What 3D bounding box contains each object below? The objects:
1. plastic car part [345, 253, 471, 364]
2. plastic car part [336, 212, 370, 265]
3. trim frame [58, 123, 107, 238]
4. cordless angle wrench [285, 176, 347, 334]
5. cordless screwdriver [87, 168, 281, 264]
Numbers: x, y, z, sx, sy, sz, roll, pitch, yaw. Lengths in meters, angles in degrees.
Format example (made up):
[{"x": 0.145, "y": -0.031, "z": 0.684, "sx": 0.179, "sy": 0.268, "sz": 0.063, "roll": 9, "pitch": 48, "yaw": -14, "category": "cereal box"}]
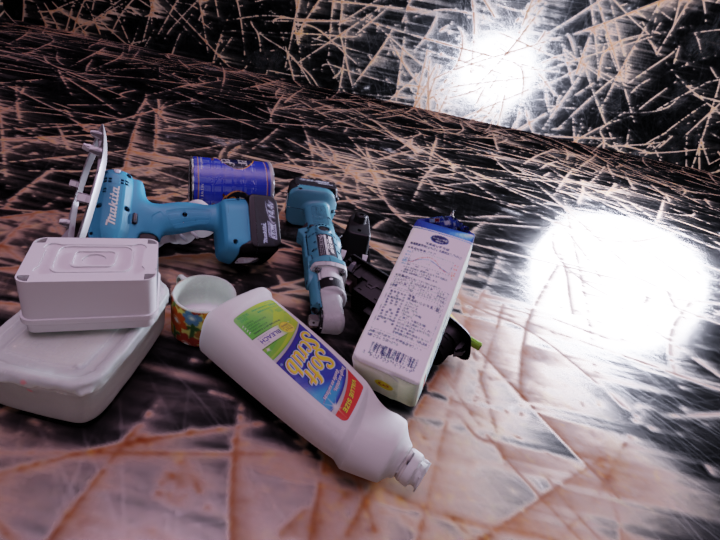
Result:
[{"x": 0.049, "y": 0.056, "z": 0.560, "sx": 0.213, "sy": 0.064, "sz": 0.065, "roll": 30, "pitch": 43, "yaw": 28, "category": "plastic car part"}, {"x": -0.007, "y": -0.063, "z": 0.732, "sx": 0.066, "sy": 0.070, "sz": 0.119, "roll": 13, "pitch": 32, "yaw": -4, "category": "plastic car part"}, {"x": -0.370, "y": -0.097, "z": 0.557, "sx": 0.026, "sy": 0.183, "sz": 0.263, "roll": 16, "pitch": 22, "yaw": -39, "category": "trim frame"}, {"x": -0.064, "y": -0.042, "z": 0.650, "sx": 0.096, "sy": 0.073, "sz": 0.438, "roll": 6, "pitch": 28, "yaw": -13, "category": "cordless angle wrench"}, {"x": -0.239, "y": -0.044, "z": 0.590, "sx": 0.239, "sy": 0.076, "sz": 0.162, "roll": 5, "pitch": 70, "yaw": -26, "category": "cordless screwdriver"}]
